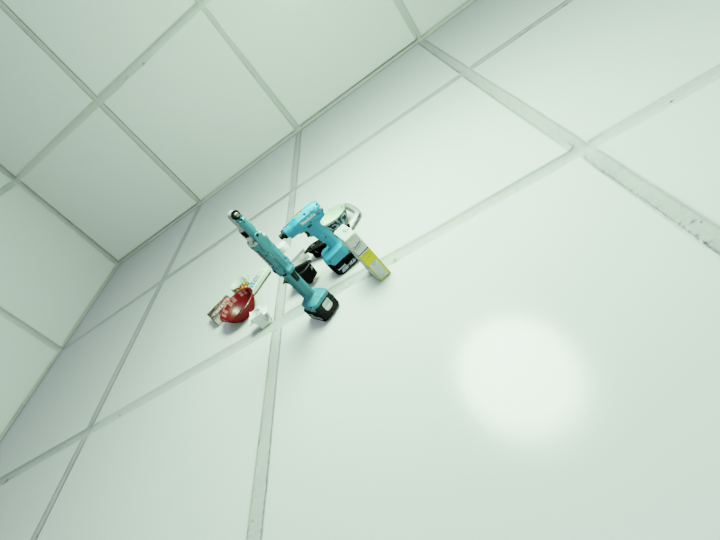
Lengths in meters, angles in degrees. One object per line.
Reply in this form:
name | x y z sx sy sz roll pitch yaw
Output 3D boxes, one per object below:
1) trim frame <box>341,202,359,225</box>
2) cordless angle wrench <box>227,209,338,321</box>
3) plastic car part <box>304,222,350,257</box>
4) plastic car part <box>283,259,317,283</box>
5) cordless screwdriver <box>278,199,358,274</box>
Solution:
trim frame | -0.091 -0.185 1.618 0.184 0.026 0.261 -43 31 -3
cordless angle wrench | -0.220 -0.015 1.180 0.103 0.404 0.074 1 48 52
plastic car part | -0.110 -0.096 1.490 0.209 0.064 0.067 -20 35 32
plastic car part | -0.196 0.020 1.436 0.119 0.068 0.067 -24 33 27
cordless screwdriver | -0.130 -0.085 1.330 0.159 0.238 0.077 -39 28 4
